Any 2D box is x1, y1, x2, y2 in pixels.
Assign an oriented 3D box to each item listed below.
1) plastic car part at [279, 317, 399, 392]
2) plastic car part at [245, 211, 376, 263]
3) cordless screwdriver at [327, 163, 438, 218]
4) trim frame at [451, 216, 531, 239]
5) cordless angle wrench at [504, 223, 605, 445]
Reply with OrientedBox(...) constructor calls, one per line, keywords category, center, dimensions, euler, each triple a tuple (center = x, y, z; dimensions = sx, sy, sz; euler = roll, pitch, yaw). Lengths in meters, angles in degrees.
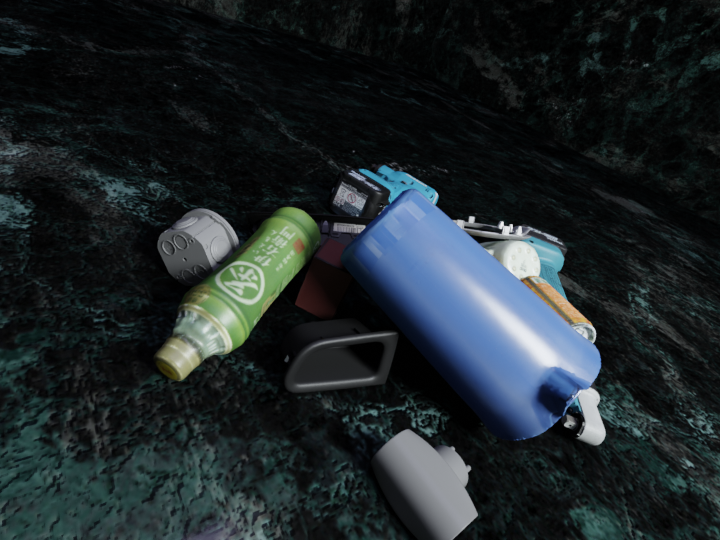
OrientedBox(category="plastic car part", center=(-0.031, 0.078, 0.435), dimensions=(0.112, 0.065, 0.074), euler=(1, 22, -25))
OrientedBox(category="plastic car part", center=(-0.055, -0.036, 0.561), dimensions=(0.204, 0.064, 0.068), euler=(8, 58, 4))
OrientedBox(category="cordless screwdriver", center=(0.031, -0.157, 0.806), dimensions=(0.166, 0.074, 0.240), euler=(37, 31, 23))
OrientedBox(category="trim frame", center=(0.195, -0.081, 0.747), dimensions=(0.186, 0.027, 0.248), euler=(8, 9, 2))
OrientedBox(category="cordless angle wrench", center=(0.282, 0.066, 0.620), dimensions=(0.098, 0.073, 0.427), euler=(21, 34, -2))
